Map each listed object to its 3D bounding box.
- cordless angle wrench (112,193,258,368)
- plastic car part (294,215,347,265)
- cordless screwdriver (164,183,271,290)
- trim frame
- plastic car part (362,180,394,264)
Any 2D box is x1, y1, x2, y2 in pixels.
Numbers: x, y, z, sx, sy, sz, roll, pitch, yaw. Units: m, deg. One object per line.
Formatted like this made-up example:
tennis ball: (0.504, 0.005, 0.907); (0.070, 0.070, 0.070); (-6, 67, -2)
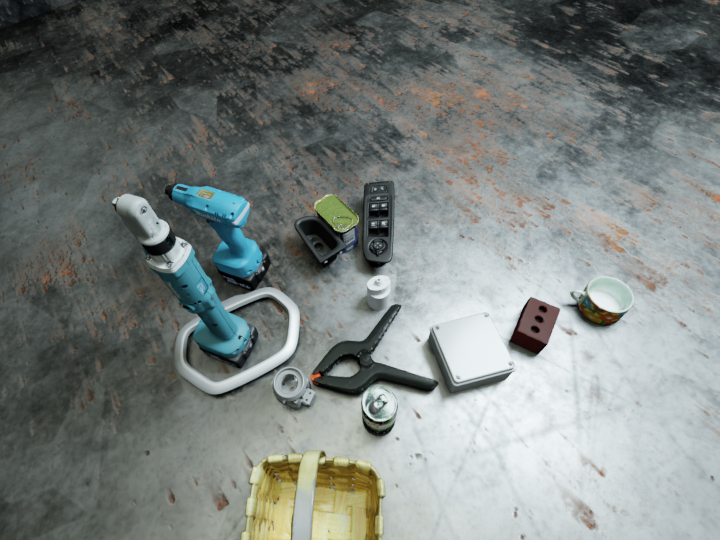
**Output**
cordless angle wrench: (-0.249, 0.033, 0.635); (0.101, 0.408, 0.075); (17, 59, 13)
plastic car part: (-0.086, -0.056, 0.881); (0.065, 0.068, 0.122); (-32, 59, -16)
cordless screwdriver: (-0.266, -0.067, 0.806); (0.164, 0.240, 0.074); (20, 60, 15)
trim frame: (-0.231, 0.125, 0.802); (0.246, 0.026, 0.193); (-28, 58, -12)
plastic car part: (0.038, -0.094, 0.894); (0.067, 0.065, 0.208); (0, 57, 4)
